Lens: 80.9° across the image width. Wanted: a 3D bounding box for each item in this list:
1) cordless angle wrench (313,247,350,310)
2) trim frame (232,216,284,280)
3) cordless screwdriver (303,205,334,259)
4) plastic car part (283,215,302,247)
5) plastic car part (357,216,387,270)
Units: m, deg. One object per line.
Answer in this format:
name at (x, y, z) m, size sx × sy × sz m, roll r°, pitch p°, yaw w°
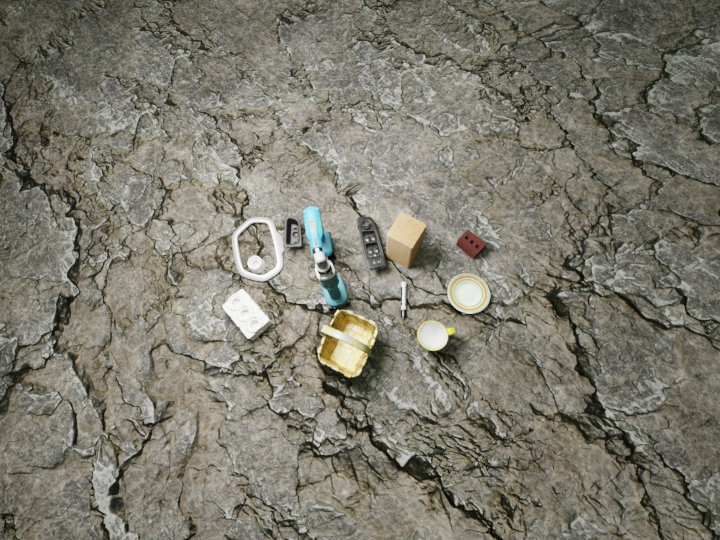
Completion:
cordless angle wrench at (-0.091, 0.028, 1.235) m, size 0.074 × 0.411 × 0.101 m, roll -17°, pitch 72°, yaw -2°
trim frame at (-0.367, -0.079, 1.519) m, size 0.184 × 0.027 × 0.256 m, roll -17°, pitch 69°, yaw 2°
cordless screwdriver at (-0.134, -0.088, 1.374) m, size 0.075 × 0.242 × 0.163 m, roll -10°, pitch 71°, yaw 0°
plastic car part at (-0.235, -0.129, 1.496) m, size 0.066 × 0.069 × 0.119 m, roll -4°, pitch 70°, yaw 4°
plastic car part at (0.036, -0.091, 1.445) m, size 0.066 × 0.065 × 0.209 m, roll -13°, pitch 69°, yaw 1°
